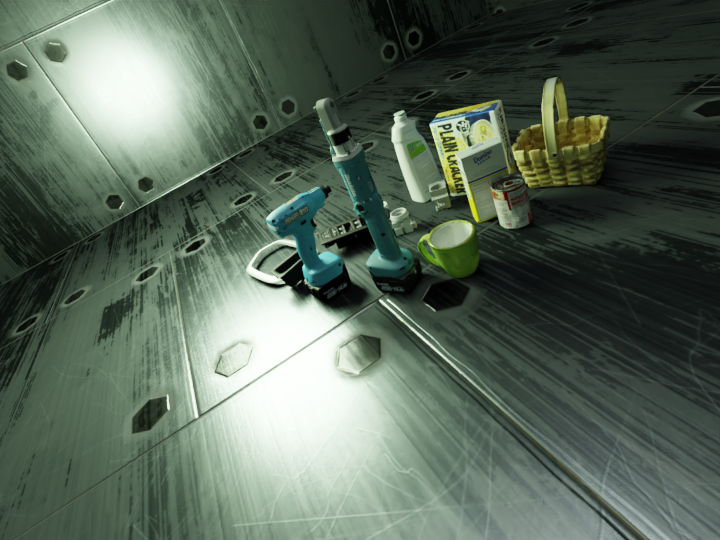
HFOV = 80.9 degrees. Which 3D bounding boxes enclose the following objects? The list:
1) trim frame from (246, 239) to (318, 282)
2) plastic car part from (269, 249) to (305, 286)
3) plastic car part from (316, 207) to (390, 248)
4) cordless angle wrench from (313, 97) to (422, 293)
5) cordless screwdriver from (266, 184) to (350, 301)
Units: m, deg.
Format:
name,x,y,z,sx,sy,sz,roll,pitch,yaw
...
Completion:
name,x,y,z,sx,sy,sz,roll,pitch,yaw
trim frame,-0.226,-0.031,1.215,0.182,0.026,0.262,-44,35,-25
plastic car part,-0.163,-0.001,1.085,0.115,0.068,0.070,-38,32,-19
plastic car part,-0.010,-0.104,1.126,0.204,0.064,0.069,-24,30,4
cordless angle wrench,0.012,-0.136,0.830,0.103,0.406,0.074,2,39,40
cordless screwdriver,-0.094,-0.061,0.959,0.157,0.238,0.078,-36,30,-18
